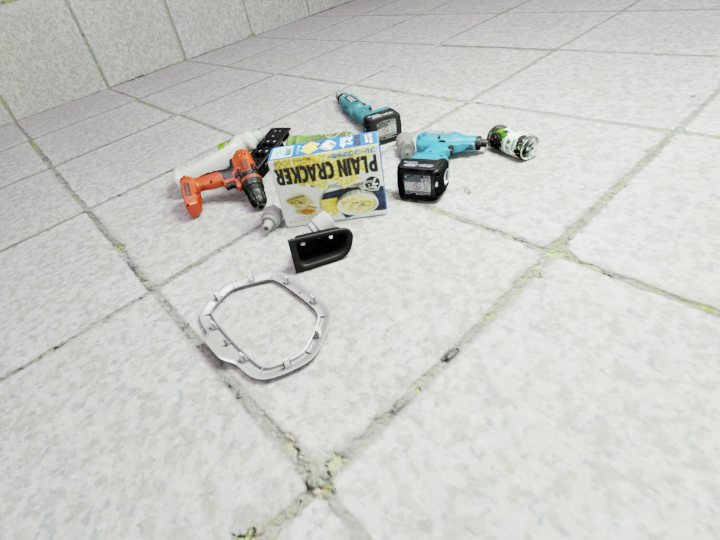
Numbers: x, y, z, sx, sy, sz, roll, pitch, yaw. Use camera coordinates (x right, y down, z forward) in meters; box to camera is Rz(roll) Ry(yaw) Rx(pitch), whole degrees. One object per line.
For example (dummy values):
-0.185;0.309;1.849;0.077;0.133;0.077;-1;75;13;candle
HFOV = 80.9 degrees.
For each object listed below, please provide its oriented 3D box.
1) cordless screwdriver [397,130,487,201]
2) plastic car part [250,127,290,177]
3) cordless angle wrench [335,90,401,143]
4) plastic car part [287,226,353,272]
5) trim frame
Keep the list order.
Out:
0.179;-0.241;0.922;0.165;0.071;0.248;7;39;23;cordless screwdriver
-0.253;-0.309;1.132;0.069;0.064;0.204;12;49;18;plastic car part
-0.005;-0.482;1.271;0.097;0.071;0.444;-20;37;-9;cordless angle wrench
-0.077;-0.050;0.783;0.115;0.064;0.074;-17;24;-10;plastic car part
-0.158;0.075;0.677;0.181;0.026;0.263;-36;46;-24;trim frame
